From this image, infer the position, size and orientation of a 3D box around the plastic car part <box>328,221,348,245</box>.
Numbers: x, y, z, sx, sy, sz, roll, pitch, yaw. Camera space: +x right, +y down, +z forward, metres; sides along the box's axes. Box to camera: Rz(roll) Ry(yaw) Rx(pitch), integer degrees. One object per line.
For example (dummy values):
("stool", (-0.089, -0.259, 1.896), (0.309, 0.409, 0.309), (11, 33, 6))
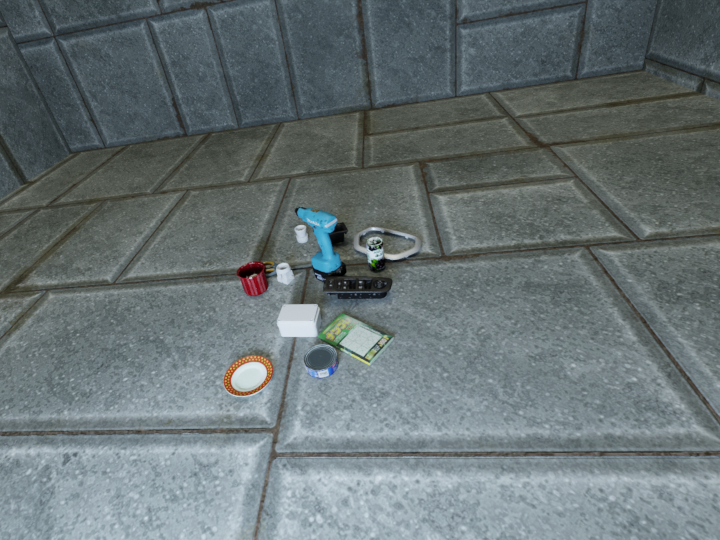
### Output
("plastic car part", (-0.105, -0.122, 1.528), (0.115, 0.068, 0.069), (-16, 35, -7))

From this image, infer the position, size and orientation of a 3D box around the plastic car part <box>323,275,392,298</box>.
("plastic car part", (-0.006, 0.057, 1.256), (0.206, 0.064, 0.068), (-4, 35, 11))

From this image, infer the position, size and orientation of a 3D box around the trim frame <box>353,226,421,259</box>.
("trim frame", (0.090, -0.099, 1.477), (0.261, 0.026, 0.182), (14, 42, 31))

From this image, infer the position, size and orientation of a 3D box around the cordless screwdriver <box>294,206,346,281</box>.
("cordless screwdriver", (-0.131, -0.086, 1.337), (0.168, 0.240, 0.073), (23, 45, 39))
